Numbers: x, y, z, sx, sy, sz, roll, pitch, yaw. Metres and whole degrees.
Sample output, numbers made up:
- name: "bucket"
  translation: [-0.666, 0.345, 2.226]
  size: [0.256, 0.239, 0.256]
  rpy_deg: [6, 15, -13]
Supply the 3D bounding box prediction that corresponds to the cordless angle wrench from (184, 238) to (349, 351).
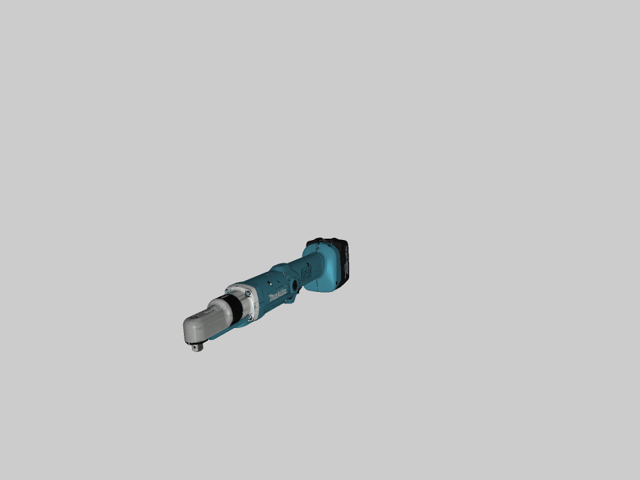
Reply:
- name: "cordless angle wrench"
  translation: [-0.062, 0.071, 0.666]
  size: [0.074, 0.098, 0.422]
  rpy_deg: [1, 9, 25]
